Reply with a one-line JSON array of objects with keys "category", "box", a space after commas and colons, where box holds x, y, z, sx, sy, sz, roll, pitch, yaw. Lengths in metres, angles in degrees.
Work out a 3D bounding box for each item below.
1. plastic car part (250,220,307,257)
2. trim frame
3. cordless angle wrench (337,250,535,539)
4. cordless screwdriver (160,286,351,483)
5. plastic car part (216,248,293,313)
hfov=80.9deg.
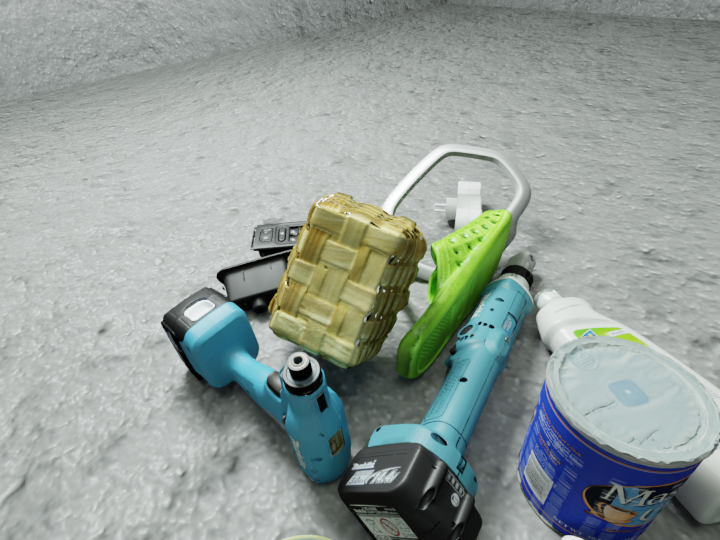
[{"category": "plastic car part", "box": [-0.065, -0.042, 0.661, 0.204, 0.065, 0.068, -8, 31, 4]}, {"category": "trim frame", "box": [0.143, -0.091, 0.642, 0.190, 0.027, 0.247, 39, 77, 17]}, {"category": "cordless angle wrench", "box": [0.129, 0.087, 0.458, 0.100, 0.074, 0.416, -35, 7, 46]}, {"category": "cordless screwdriver", "box": [-0.115, 0.092, 0.433, 0.263, 0.153, 0.073, 26, 49, 37]}, {"category": "plastic car part", "box": [-0.141, 0.025, 0.605, 0.115, 0.063, 0.074, -17, 53, -8]}]
